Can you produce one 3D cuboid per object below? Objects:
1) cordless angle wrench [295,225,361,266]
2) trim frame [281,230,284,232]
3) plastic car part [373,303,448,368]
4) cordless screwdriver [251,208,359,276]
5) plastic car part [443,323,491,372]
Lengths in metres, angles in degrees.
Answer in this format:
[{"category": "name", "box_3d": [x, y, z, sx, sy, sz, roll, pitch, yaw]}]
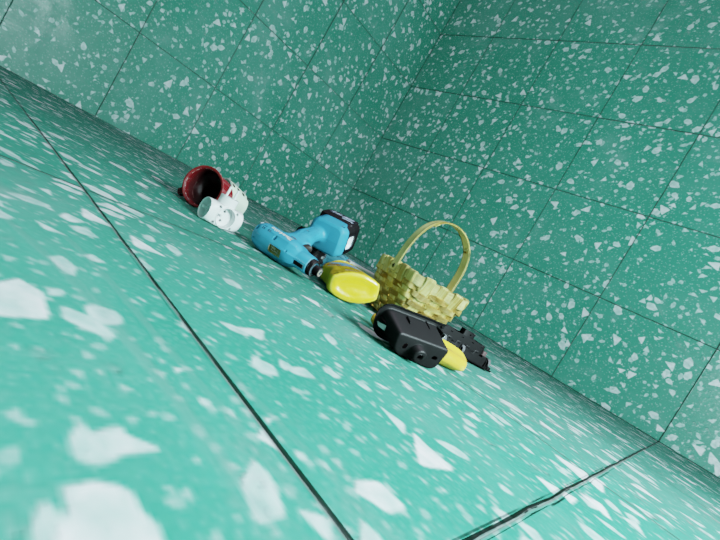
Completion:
[{"category": "cordless angle wrench", "box_3d": [-0.060, -0.020, 1.188, 0.103, 0.074, 0.403, 32, 1, 26]}, {"category": "trim frame", "box_3d": [-0.197, -0.079, 1.250, 0.185, 0.027, 0.248, 31, 5, -1]}, {"category": "plastic car part", "box_3d": [0.075, 0.100, 0.595, 0.111, 0.066, 0.074, 24, 19, -29]}, {"category": "cordless screwdriver", "box_3d": [-0.084, -0.055, 0.860, 0.167, 0.073, 0.240, 31, 27, 24]}, {"category": "plastic car part", "box_3d": [0.208, 0.154, 0.923, 0.196, 0.067, 0.069, 26, 11, -19]}]
